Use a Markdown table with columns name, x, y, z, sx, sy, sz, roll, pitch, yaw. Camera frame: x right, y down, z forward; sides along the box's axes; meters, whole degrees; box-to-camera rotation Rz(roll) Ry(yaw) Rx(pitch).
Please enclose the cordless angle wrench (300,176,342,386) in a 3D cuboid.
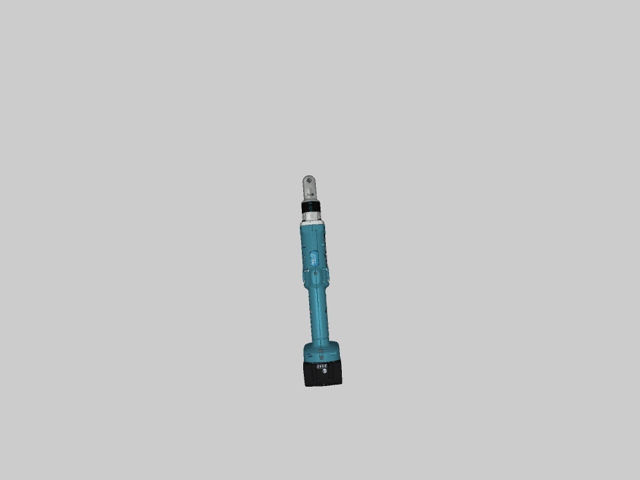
| name | x | y | z | sx | sy | sz | roll | pitch | yaw |
| --- | --- | --- | --- | --- | --- | --- | --- | --- | --- |
| cordless angle wrench | -0.009 | 0.074 | 0.868 | 0.074 | 0.422 | 0.098 | -4 | -6 | 0 |
